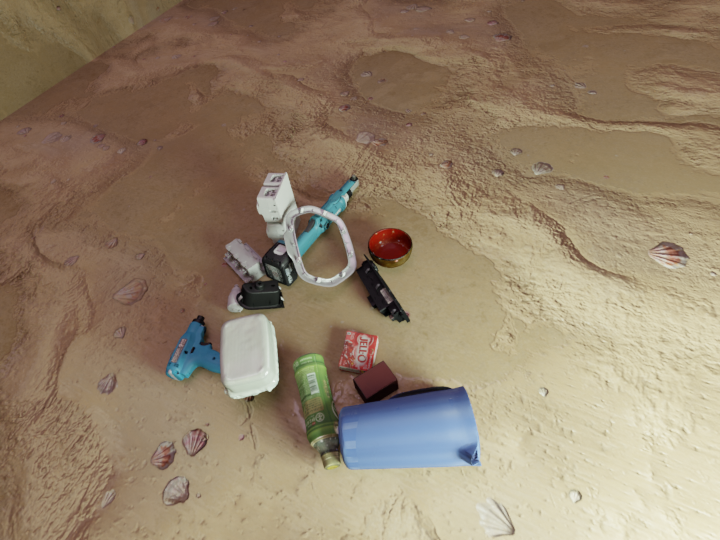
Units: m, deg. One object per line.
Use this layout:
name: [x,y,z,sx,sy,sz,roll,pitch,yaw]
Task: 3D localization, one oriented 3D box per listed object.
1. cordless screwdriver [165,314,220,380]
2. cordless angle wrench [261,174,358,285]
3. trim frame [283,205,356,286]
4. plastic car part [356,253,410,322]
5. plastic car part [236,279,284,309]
cordless screwdriver: [-0.314,0.185,0.978,0.256,0.071,0.162,3,52,16]
cordless angle wrench: [-0.116,-0.135,1.193,0.078,0.094,0.421,20,54,23]
trim frame: [-0.106,-0.069,1.083,0.179,0.027,0.257,-4,60,-20]
plastic car part: [0.045,0.048,1.026,0.068,0.062,0.213,-38,51,14]
plastic car part: [-0.246,0.054,1.050,0.113,0.070,0.069,-2,47,-21]
